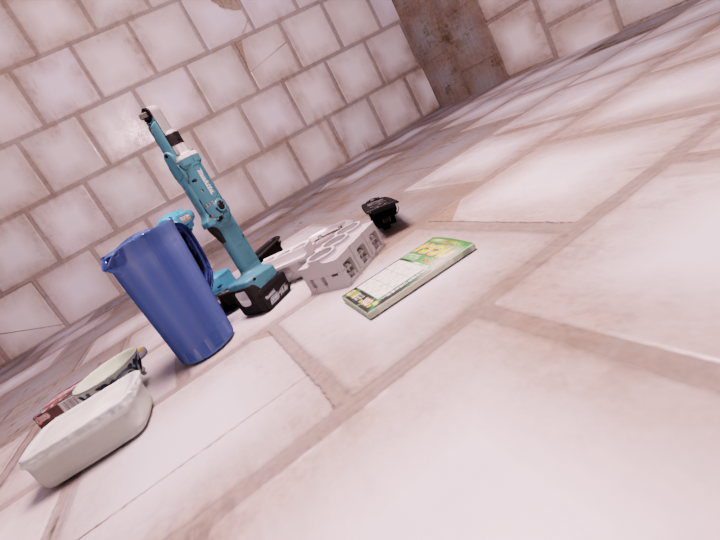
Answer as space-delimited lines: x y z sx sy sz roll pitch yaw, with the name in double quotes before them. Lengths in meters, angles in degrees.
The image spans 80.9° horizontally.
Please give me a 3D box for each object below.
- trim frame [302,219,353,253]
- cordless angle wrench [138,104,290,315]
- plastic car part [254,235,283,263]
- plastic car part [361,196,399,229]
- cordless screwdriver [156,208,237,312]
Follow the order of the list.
"trim frame" -0.101 -0.066 1.029 0.187 0.027 0.250 -24 18 16
"cordless angle wrench" -0.276 -0.112 0.790 0.077 0.414 0.097 -19 16 37
"plastic car part" -0.224 -0.032 1.056 0.068 0.069 0.115 -16 20 39
"plastic car part" 0.044 -0.125 0.906 0.066 0.065 0.207 -28 17 3
"cordless screwdriver" -0.353 -0.025 0.949 0.075 0.243 0.162 -28 14 4
